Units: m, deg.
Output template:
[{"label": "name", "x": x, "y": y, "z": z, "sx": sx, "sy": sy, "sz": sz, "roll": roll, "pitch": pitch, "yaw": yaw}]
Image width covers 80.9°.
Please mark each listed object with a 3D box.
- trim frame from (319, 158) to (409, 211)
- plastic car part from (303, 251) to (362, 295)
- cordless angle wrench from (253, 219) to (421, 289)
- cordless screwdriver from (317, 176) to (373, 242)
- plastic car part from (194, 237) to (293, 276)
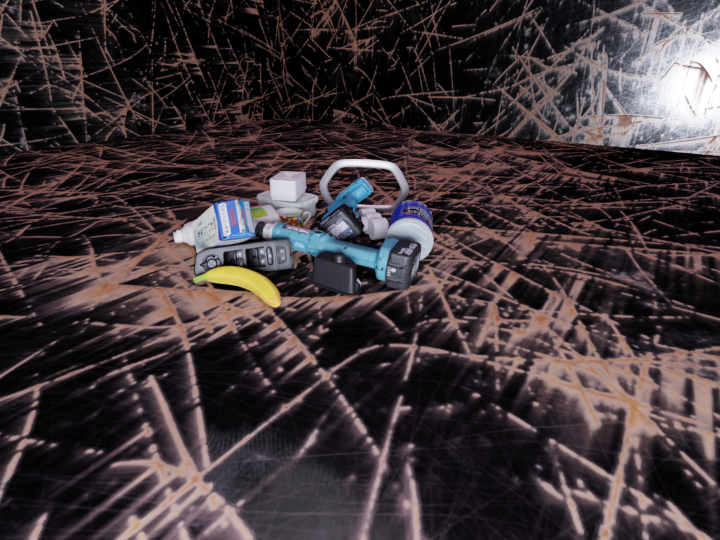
[{"label": "trim frame", "x": 0.009, "y": -0.231, "z": 1.180, "sx": 0.251, "sy": 0.178, "sz": 0.028, "roll": 4, "pitch": 43, "yaw": 4}, {"label": "plastic car part", "x": -0.047, "y": -0.002, "z": 0.824, "sx": 0.122, "sy": 0.069, "sz": 0.064, "roll": 14, "pitch": 29, "yaw": 33}, {"label": "cordless angle wrench", "x": -0.089, "y": -0.058, "z": 0.911, "sx": 0.440, "sy": 0.073, "sz": 0.096, "roll": 14, "pitch": 28, "yaw": 22}, {"label": "cordless screwdriver", "x": -0.053, "y": -0.141, "z": 1.080, "sx": 0.162, "sy": 0.072, "sz": 0.252, "roll": -34, "pitch": 21, "yaw": 26}, {"label": "plastic car part", "x": -0.248, "y": -0.028, "z": 0.890, "sx": 0.198, "sy": 0.065, "sz": 0.070, "roll": -9, "pitch": 17, "yaw": -18}]
